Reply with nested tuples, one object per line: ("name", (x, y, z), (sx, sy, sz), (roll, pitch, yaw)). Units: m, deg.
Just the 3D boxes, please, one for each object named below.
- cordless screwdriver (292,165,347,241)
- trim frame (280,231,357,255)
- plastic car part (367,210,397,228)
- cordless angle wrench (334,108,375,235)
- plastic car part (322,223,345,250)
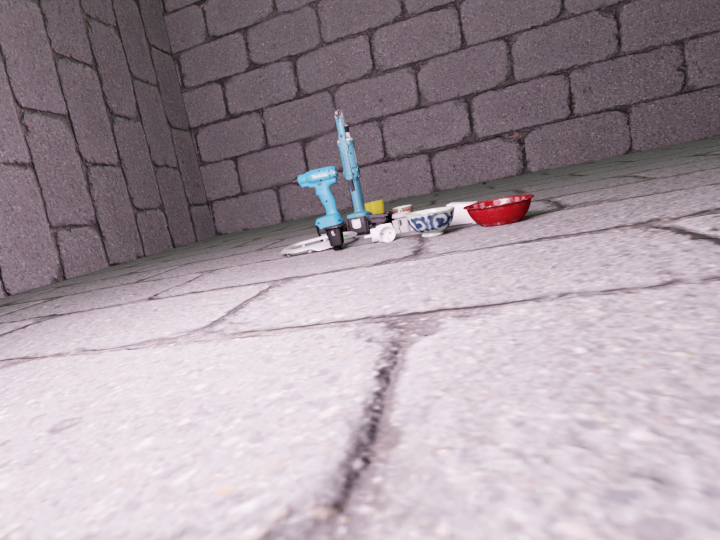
("cordless screwdriver", (-0.138, -0.224, 1.459), (0.163, 0.246, 0.073), (-9, 7, 16))
("trim frame", (-0.128, -0.084, 1.310), (0.244, 0.027, 0.190), (-15, 11, -15))
("plastic car part", (0.082, -0.167, 1.402), (0.068, 0.066, 0.200), (-9, 11, 18))
("cordless angle wrench", (-0.030, -0.330, 1.426), (0.077, 0.419, 0.095), (-9, 7, 25))
("plastic car part", (-0.069, -0.092, 1.171), (0.066, 0.070, 0.117), (-12, 10, 1))
